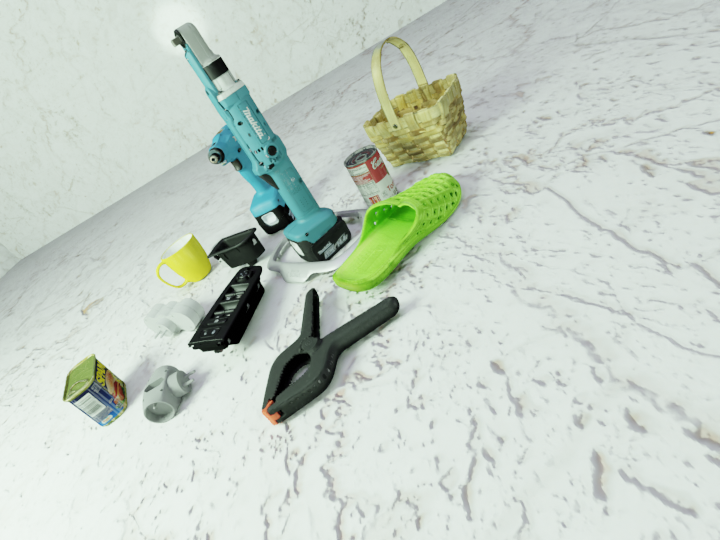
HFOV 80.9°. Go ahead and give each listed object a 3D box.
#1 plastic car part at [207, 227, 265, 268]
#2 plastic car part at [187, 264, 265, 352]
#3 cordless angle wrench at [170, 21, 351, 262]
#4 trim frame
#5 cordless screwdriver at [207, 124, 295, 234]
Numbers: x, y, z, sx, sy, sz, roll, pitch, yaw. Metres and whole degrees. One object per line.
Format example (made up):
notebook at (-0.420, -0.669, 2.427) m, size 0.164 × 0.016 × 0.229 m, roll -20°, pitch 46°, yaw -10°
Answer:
plastic car part at (-0.249, -0.039, 0.883) m, size 0.121 × 0.068 × 0.066 m, roll -12°, pitch 36°, yaw 31°
plastic car part at (-0.205, 0.064, 0.707) m, size 0.068 × 0.064 × 0.207 m, roll -19°, pitch 34°, yaw 22°
cordless angle wrench at (-0.154, -0.192, 0.686) m, size 0.097 × 0.405 × 0.078 m, roll -42°, pitch 30°, yaw -18°
trim frame at (-0.077, -0.050, 0.784) m, size 0.261 × 0.026 × 0.183 m, roll 1°, pitch 45°, yaw 43°
cordless screwdriver at (-0.235, -0.186, 0.910) m, size 0.076 × 0.238 × 0.163 m, roll -23°, pitch 30°, yaw 16°
